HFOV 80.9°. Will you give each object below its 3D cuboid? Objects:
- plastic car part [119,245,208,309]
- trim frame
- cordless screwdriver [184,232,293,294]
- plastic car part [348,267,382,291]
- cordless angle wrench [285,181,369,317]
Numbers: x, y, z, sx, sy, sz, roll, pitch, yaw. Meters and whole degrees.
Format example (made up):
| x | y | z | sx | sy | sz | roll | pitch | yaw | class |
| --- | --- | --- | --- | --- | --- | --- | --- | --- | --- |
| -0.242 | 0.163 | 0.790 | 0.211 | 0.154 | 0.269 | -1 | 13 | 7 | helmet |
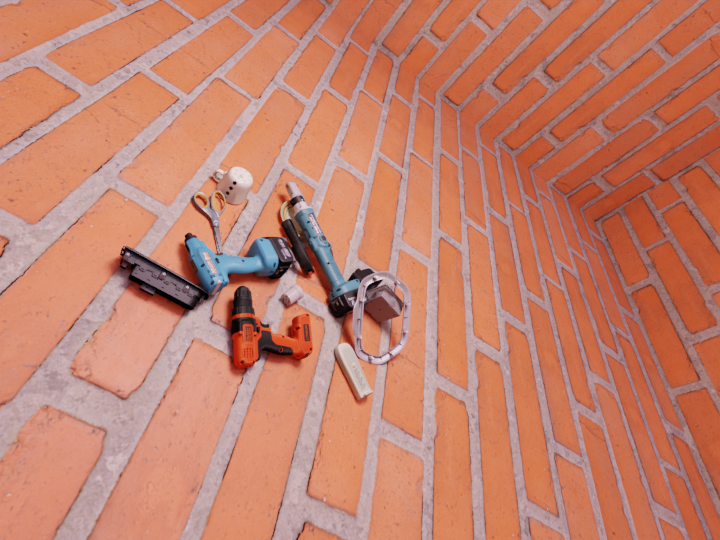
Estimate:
| x | y | z | sx | sy | sz | roll | pitch | yaw | class |
| --- | --- | --- | --- | --- | --- | --- | --- | --- | --- |
| -0.413 | 0.024 | 0.884 | 0.196 | 0.067 | 0.068 | 29 | 53 | -19 | plastic car part |
| 0.057 | 0.125 | 1.118 | 0.177 | 0.028 | 0.248 | 4 | 92 | -24 | trim frame |
| -0.294 | -0.037 | 1.021 | 0.238 | 0.074 | 0.165 | -13 | 59 | -46 | cordless screwdriver |
| 0.007 | 0.025 | 1.246 | 0.074 | 0.066 | 0.112 | 44 | 34 | 19 | plastic car part |
| -0.117 | -0.076 | 1.194 | 0.094 | 0.075 | 0.435 | -11 | 66 | -46 | cordless angle wrench |
